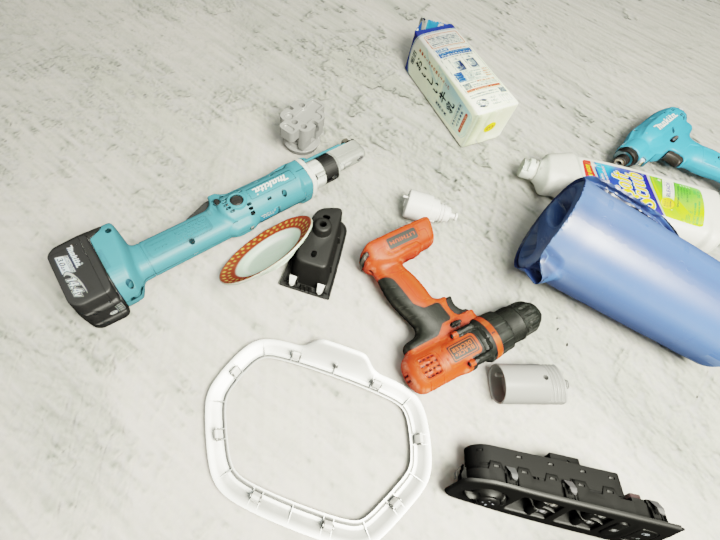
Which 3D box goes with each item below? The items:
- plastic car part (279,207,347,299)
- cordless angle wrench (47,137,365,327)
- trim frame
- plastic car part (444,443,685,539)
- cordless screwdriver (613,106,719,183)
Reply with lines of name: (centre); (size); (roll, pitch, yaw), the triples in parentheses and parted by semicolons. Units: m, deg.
plastic car part: (-0.052, -0.034, 0.531); (0.066, 0.070, 0.118); (17, 65, 0)
cordless angle wrench: (-0.162, -0.077, 0.550); (0.415, 0.073, 0.101); (-32, 70, -22)
trim frame: (-0.046, 0.167, 0.447); (0.252, 0.027, 0.186); (17, 61, 7)
plastic car part: (0.188, 0.215, 0.417); (0.203, 0.065, 0.068); (9, 52, 0)
cordless screwdriver: (0.515, -0.136, 0.625); (0.157, 0.072, 0.259); (-35, 66, -20)
